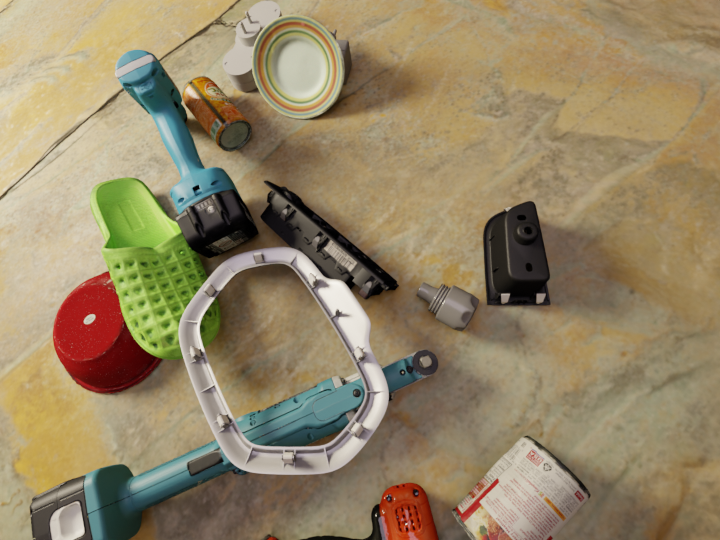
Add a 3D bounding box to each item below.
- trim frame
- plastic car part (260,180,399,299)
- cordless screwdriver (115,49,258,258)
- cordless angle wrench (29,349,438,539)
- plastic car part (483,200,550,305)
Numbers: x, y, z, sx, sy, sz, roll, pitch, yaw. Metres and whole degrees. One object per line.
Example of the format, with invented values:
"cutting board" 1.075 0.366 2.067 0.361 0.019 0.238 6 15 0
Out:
"trim frame" -0.082 0.077 0.430 0.182 0.026 0.260 -28 60 -13
"plastic car part" -0.050 -0.033 0.510 0.210 0.064 0.067 45 109 18
"cordless screwdriver" -0.218 -0.141 0.547 0.074 0.158 0.251 -27 86 -5
"cordless angle wrench" -0.114 0.178 0.439 0.422 0.095 0.077 -24 72 -3
"plastic car part" 0.172 -0.024 0.458 0.067 0.069 0.118 -2 75 6
